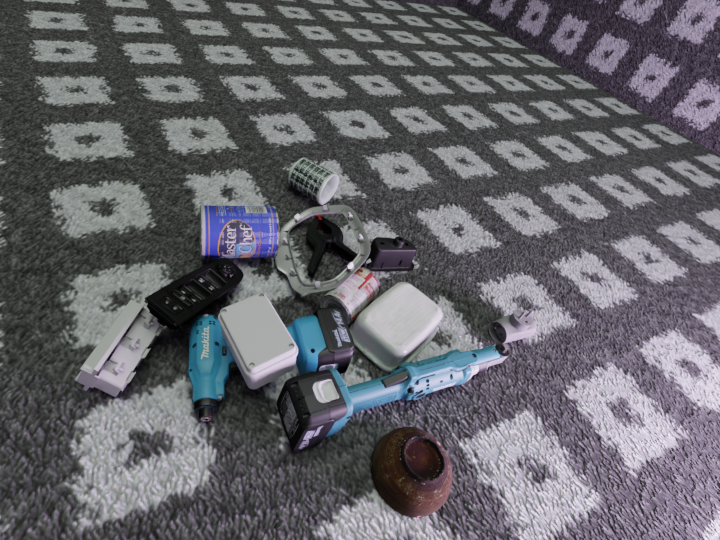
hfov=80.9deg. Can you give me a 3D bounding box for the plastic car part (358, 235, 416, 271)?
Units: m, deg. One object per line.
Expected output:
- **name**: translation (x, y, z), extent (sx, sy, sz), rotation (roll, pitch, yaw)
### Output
- **plastic car part**: translation (0.065, -0.041, 0.884), extent (0.114, 0.069, 0.069), rotation (-1, 48, -14)

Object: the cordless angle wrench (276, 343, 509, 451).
- **cordless angle wrench**: translation (0.080, 0.173, 0.669), extent (0.407, 0.097, 0.078), rotation (-7, 50, -29)

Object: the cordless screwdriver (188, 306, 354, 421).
- **cordless screwdriver**: translation (-0.135, 0.138, 0.648), extent (0.244, 0.073, 0.166), rotation (-3, 47, -14)

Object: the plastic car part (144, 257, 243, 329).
- **plastic car part**: translation (-0.261, 0.040, 0.691), extent (0.067, 0.066, 0.201), rotation (28, 30, 6)

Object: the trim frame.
- **trim frame**: translation (-0.081, -0.053, 0.830), extent (0.185, 0.026, 0.260), rotation (-25, 45, 3)
